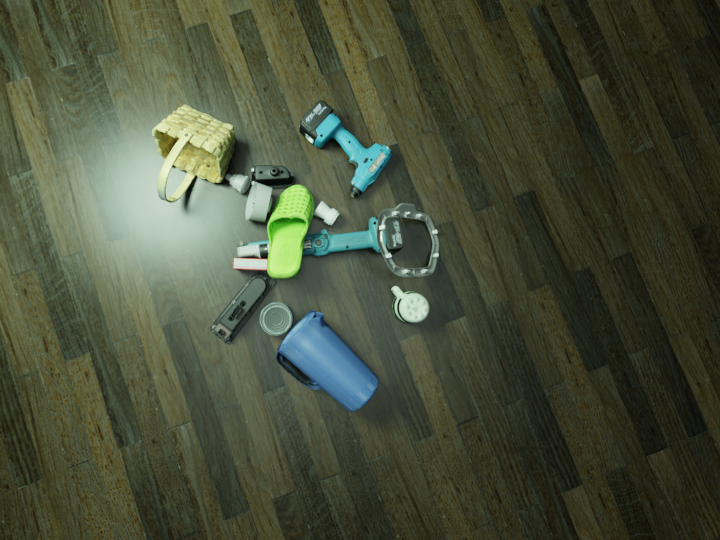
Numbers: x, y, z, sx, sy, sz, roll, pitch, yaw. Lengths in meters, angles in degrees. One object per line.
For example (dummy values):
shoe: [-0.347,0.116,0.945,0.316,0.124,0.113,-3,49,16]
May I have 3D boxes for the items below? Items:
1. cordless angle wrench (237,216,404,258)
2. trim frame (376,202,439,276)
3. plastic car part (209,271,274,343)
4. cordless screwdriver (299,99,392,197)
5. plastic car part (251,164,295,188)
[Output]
cordless angle wrench: [-0.107,-0.070,1.089,0.422,0.074,0.099,-7,83,-1]
trim frame: [0.125,-0.076,1.052,0.237,0.028,0.186,0,78,-41]
plastic car part: [-0.299,0.087,1.068,0.067,0.066,0.202,37,81,5]
cordless screwdriver: [-0.055,-0.318,1.118,0.247,0.075,0.159,36,83,-3]
plastic car part: [-0.230,-0.250,1.102,0.116,0.071,0.066,-2,87,-1]
